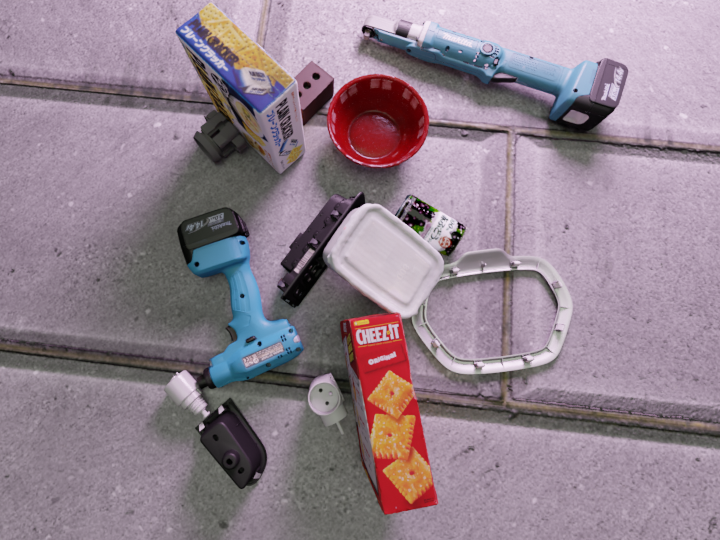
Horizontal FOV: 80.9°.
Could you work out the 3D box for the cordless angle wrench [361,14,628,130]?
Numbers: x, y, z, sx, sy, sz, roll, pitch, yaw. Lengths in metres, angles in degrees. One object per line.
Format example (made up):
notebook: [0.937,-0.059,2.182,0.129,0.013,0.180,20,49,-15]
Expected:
cordless angle wrench: [0.205,-0.352,0.707,0.429,0.073,0.098,22,80,7]

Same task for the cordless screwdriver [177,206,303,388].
cordless screwdriver: [-0.204,0.041,0.631,0.158,0.074,0.251,-24,84,-5]

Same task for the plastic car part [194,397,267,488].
plastic car part: [-0.180,0.250,0.589,0.066,0.070,0.119,-41,80,-7]

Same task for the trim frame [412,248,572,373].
trim frame: [0.202,0.060,0.646,0.249,0.027,0.187,-7,78,1]

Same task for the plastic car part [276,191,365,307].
plastic car part: [-0.064,-0.042,0.655,0.070,0.063,0.202,35,82,30]
